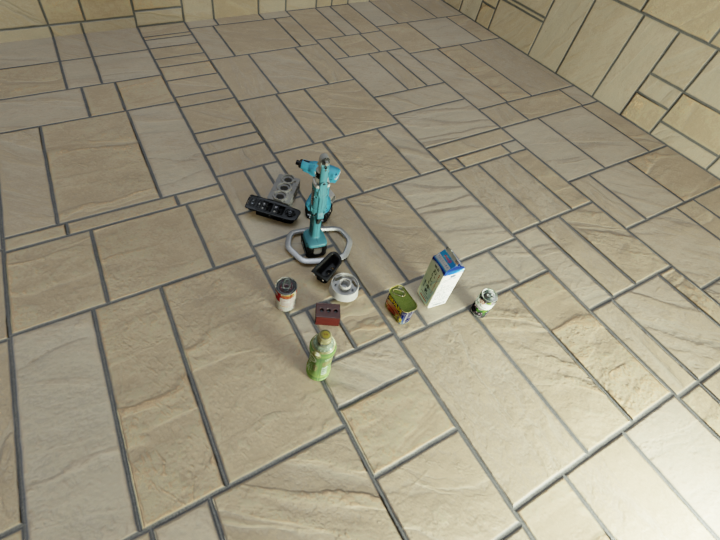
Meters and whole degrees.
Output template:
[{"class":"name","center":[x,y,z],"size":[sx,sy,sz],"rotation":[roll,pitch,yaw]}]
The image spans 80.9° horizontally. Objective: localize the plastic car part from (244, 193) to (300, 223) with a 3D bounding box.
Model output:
[{"class":"plastic car part","center":[-0.326,-0.218,1.578],"size":[0.205,0.065,0.067],"rotation":[14,51,5]}]

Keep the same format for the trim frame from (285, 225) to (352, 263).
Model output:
[{"class":"trim frame","center":[-0.149,-0.098,1.525],"size":[0.244,0.027,0.192],"rotation":[-9,53,-13]}]

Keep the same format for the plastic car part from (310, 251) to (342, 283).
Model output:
[{"class":"plastic car part","center":[-0.109,-0.001,1.425],"size":[0.068,0.069,0.115],"rotation":[31,54,15]}]

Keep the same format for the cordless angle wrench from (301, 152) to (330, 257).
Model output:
[{"class":"cordless angle wrench","center":[-0.137,-0.205,1.365],"size":[0.073,0.414,0.102],"rotation":[-9,55,-19]}]

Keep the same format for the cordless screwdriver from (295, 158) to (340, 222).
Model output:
[{"class":"cordless screwdriver","center":[-0.166,-0.295,1.544],"size":[0.162,0.243,0.075],"rotation":[21,51,6]}]
